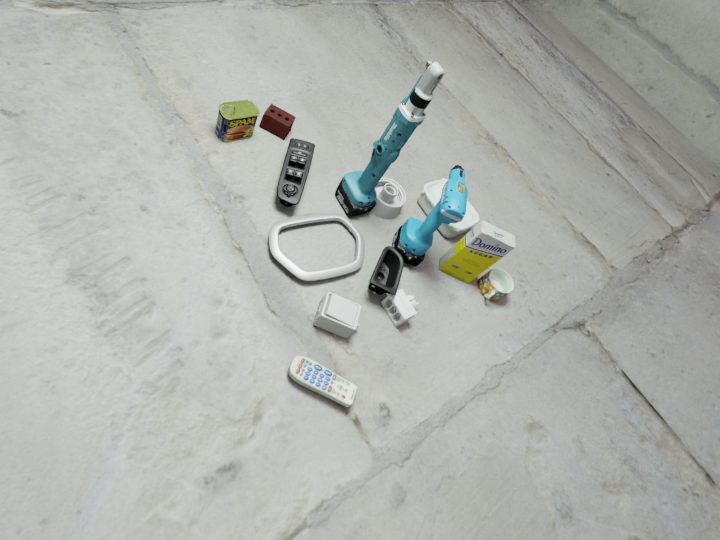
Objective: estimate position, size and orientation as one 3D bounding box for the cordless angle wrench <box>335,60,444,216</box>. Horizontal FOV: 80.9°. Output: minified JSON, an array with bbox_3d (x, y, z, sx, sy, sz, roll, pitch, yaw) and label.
[{"bbox_3d":[0.061,-0.275,0.942,0.072,0.424,0.101,-17,71,-33],"label":"cordless angle wrench"}]

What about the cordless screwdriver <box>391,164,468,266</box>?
[{"bbox_3d":[0.166,-0.127,0.999,0.073,0.249,0.161,25,54,-11],"label":"cordless screwdriver"}]

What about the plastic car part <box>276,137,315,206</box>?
[{"bbox_3d":[-0.167,-0.237,1.049,0.065,0.067,0.207,17,54,-15],"label":"plastic car part"}]

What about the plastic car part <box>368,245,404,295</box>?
[{"bbox_3d":[0.054,0.009,0.976,0.065,0.071,0.117,28,53,-7],"label":"plastic car part"}]

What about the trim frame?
[{"bbox_3d":[-0.097,-0.063,0.989,0.240,0.027,0.190,-14,65,-29],"label":"trim frame"}]
